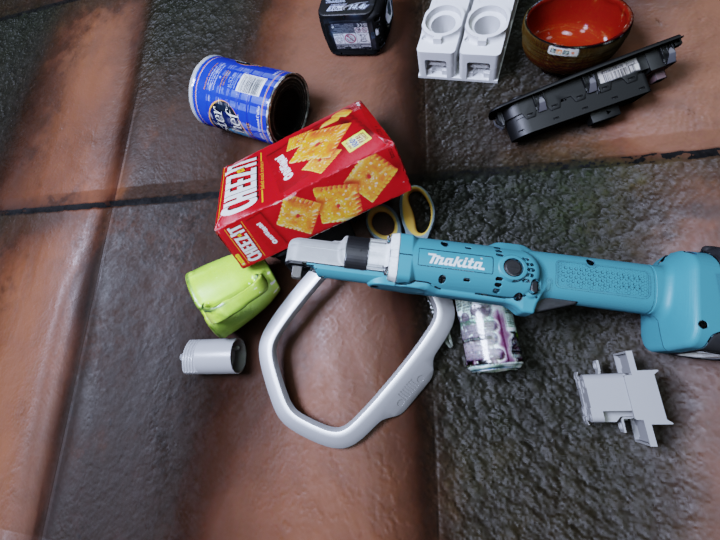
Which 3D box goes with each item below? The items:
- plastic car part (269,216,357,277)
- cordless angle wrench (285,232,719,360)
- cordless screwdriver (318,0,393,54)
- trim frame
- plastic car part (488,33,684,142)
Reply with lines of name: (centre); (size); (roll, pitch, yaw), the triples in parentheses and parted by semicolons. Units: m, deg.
plastic car part: (-0.051, -0.034, 0.526); (0.116, 0.068, 0.069); (-34, 32, -3)
cordless angle wrench: (0.138, 0.006, 0.402); (0.428, 0.072, 0.099); (7, 73, 6)
cordless screwdriver: (0.029, -0.448, 0.637); (0.164, 0.071, 0.252); (4, 70, 17)
trim frame: (-0.009, 0.080, 0.485); (0.190, 0.027, 0.248); (39, 89, 16)
plastic car part: (0.255, -0.200, 0.496); (0.206, 0.066, 0.066); (-14, 96, 11)
